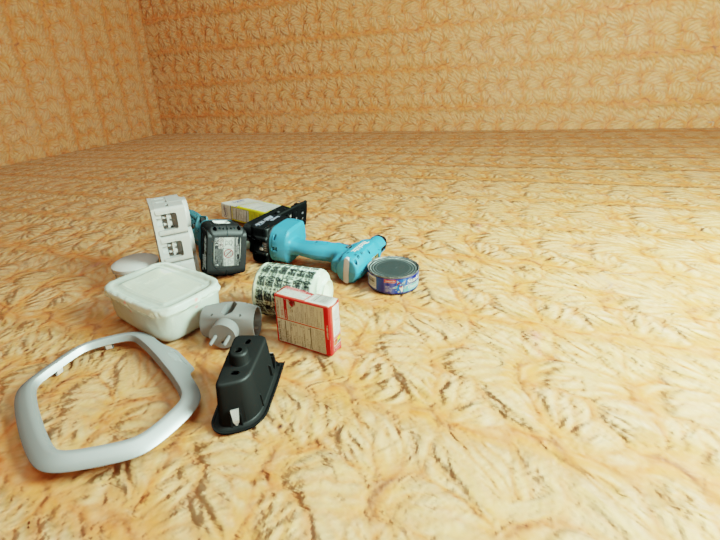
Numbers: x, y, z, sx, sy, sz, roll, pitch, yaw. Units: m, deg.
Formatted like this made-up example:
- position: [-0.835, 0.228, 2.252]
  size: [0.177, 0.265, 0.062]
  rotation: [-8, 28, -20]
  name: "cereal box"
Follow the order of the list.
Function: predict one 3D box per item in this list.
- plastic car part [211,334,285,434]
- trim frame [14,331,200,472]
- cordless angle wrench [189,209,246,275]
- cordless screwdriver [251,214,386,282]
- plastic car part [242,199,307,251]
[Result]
- position: [-0.130, 0.114, 0.473]
  size: [0.066, 0.069, 0.118]
  rotation: [-3, 21, 3]
  name: "plastic car part"
- position: [-0.292, 0.139, 0.494]
  size: [0.178, 0.027, 0.263]
  rotation: [-26, 31, -37]
  name: "trim frame"
- position: [-0.353, -0.089, 0.929]
  size: [0.071, 0.097, 0.446]
  rotation: [-4, 17, -32]
  name: "cordless angle wrench"
- position: [-0.080, -0.053, 0.822]
  size: [0.260, 0.072, 0.156]
  rotation: [14, 29, 25]
  name: "cordless screwdriver"
- position: [-0.193, -0.106, 0.939]
  size: [0.069, 0.065, 0.200]
  rotation: [23, 34, 15]
  name: "plastic car part"
